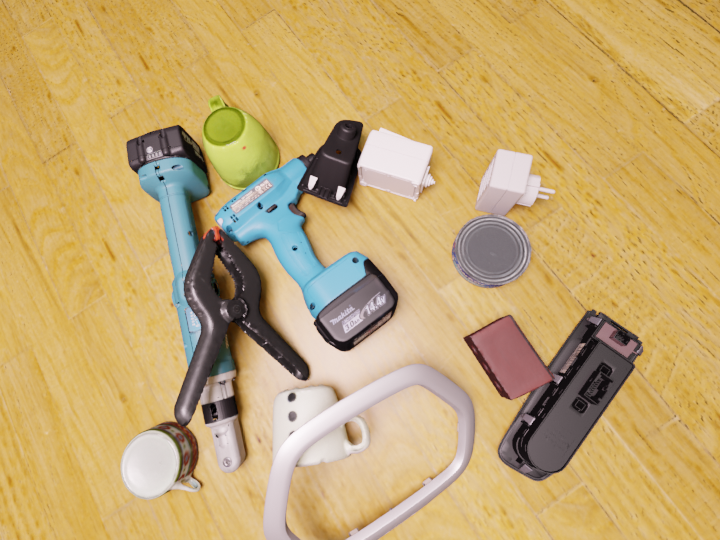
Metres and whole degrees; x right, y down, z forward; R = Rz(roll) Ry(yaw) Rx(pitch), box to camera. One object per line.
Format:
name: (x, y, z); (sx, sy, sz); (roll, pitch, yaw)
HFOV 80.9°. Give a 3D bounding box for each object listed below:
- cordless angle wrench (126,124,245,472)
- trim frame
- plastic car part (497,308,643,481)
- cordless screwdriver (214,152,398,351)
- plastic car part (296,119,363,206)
cordless angle wrench: (-0.205, 0.028, 0.528); (0.074, 0.096, 0.431); (-17, 78, 1)
trim frame: (0.017, 0.199, 0.430); (0.244, 0.029, 0.179); (-27, 108, -18)
plastic car part: (0.230, 0.139, 0.450); (0.067, 0.066, 0.203); (38, 87, 5)
cordless screwdriver: (-0.052, -0.034, 0.528); (0.158, 0.072, 0.258); (-41, 71, -11)
plastic car part: (-0.026, -0.148, 0.528); (0.066, 0.070, 0.118); (20, 54, -4)
